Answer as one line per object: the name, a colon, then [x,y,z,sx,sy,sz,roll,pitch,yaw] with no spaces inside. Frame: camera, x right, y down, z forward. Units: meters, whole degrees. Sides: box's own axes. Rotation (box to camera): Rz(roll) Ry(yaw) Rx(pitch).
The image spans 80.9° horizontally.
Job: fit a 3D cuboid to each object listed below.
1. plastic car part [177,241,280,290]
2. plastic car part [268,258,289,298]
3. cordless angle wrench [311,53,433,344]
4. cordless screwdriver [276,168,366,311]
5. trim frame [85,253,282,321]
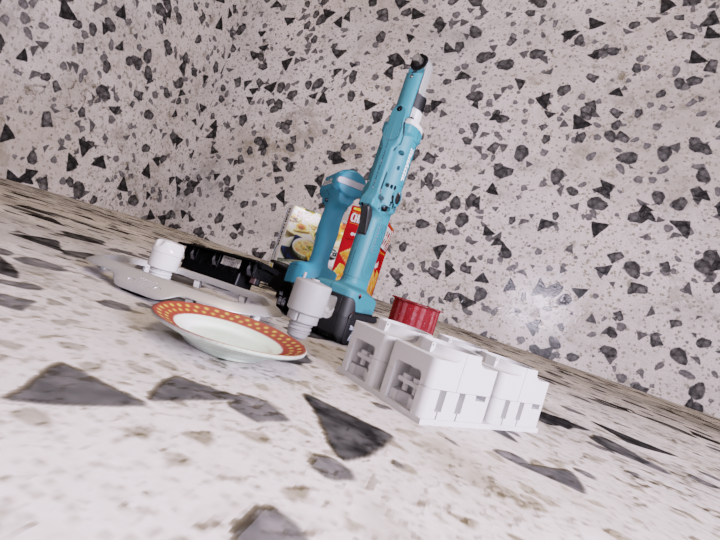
plastic car part: [-0.235,-0.005,0.715,0.213,0.067,0.063,18,-2,31]
plastic car part: [-0.145,0.025,0.845,0.062,0.071,0.123,20,-2,-41]
cordless angle wrench: [0.029,-0.107,0.606,0.078,0.423,0.093,17,-3,32]
cordless screwdriver: [-0.070,-0.046,0.716,0.072,0.249,0.164,19,-2,-19]
trim frame: [-0.210,0.020,0.514,0.256,0.027,0.179,18,-1,14]
